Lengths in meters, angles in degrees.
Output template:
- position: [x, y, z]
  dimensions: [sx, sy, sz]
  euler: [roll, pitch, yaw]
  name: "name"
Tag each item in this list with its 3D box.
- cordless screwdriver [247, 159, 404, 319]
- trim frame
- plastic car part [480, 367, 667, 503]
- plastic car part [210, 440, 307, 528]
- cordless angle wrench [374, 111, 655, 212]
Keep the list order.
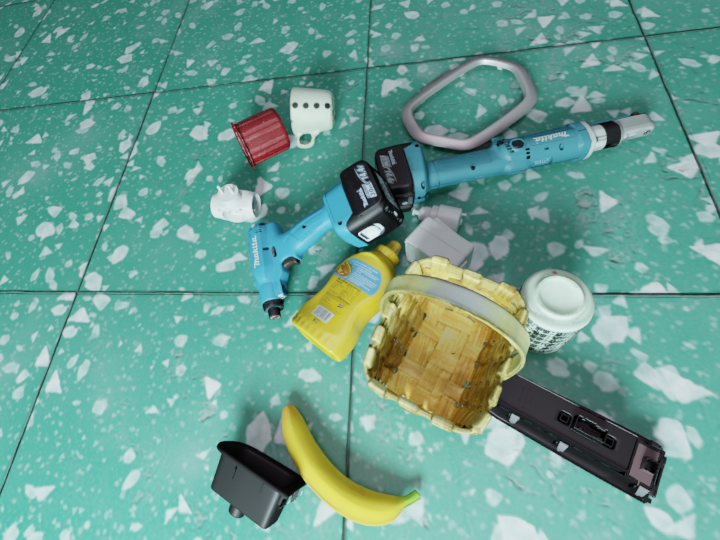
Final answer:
- position: [-0.060, -0.040, 0.618]
  dimensions: [0.254, 0.070, 0.165]
  euler: [-26, 59, 23]
  name: "cordless screwdriver"
- position: [0.193, -0.304, 0.761]
  dimensions: [0.247, 0.026, 0.193]
  euler: [-38, 62, -6]
  name: "trim frame"
- position: [0.231, 0.175, 0.481]
  dimensions: [0.212, 0.064, 0.066]
  euler: [25, 77, 26]
  name: "plastic car part"
- position: [-0.134, 0.268, 0.519]
  dimensions: [0.121, 0.063, 0.071]
  euler: [16, 81, 22]
  name: "plastic car part"
- position: [0.238, -0.182, 0.664]
  dimensions: [0.426, 0.071, 0.101]
  euler: [-11, 62, 4]
  name: "cordless angle wrench"
